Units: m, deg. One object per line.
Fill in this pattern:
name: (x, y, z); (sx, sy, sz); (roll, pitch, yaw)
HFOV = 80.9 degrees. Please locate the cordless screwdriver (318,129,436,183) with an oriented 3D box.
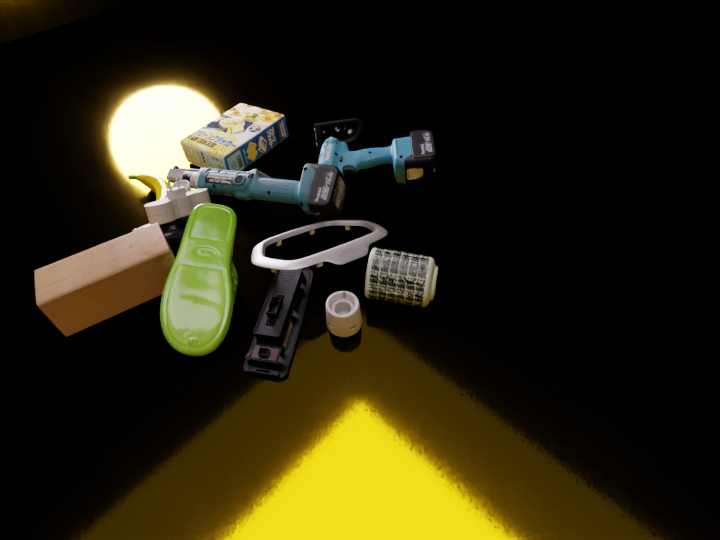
cordless screwdriver: (0.030, -0.218, 0.893); (0.254, 0.071, 0.163); (0, 56, 13)

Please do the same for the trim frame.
trim frame: (-0.071, -0.046, 0.725); (0.240, 0.027, 0.194); (-21, 26, -34)

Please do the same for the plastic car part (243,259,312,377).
plastic car part: (-0.126, 0.059, 0.659); (0.068, 0.064, 0.206); (-1, 44, 14)

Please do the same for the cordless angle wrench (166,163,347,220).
cordless angle wrench: (-0.240, -0.180, 0.887); (0.439, 0.071, 0.099); (10, 75, 22)

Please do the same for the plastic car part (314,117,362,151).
plastic car part: (-0.061, -0.342, 1.036); (0.115, 0.064, 0.074); (-16, 33, -13)
